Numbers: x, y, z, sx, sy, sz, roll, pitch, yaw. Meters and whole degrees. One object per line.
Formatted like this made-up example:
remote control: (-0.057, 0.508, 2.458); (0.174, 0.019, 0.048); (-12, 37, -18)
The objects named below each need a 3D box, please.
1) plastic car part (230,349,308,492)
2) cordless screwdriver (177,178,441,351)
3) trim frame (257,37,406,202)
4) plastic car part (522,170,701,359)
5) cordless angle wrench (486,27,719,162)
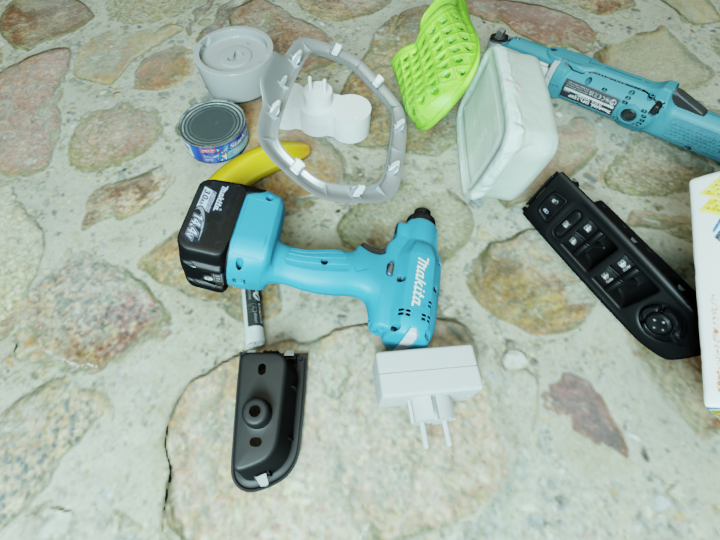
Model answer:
plastic car part: (-0.081, 0.116, 0.353); (0.066, 0.069, 0.120); (-1, 57, 0)
cordless screwdriver: (-0.041, -0.027, 0.422); (0.249, 0.073, 0.162); (16, 56, 0)
trim frame: (-0.024, -0.174, 0.468); (0.179, 0.028, 0.253); (23, 55, -16)
plastic car part: (0.256, -0.008, 0.420); (0.064, 0.066, 0.212); (-6, 55, -33)
cordless angle wrench: (0.343, -0.205, 0.518); (0.443, 0.094, 0.073); (38, 67, 25)
